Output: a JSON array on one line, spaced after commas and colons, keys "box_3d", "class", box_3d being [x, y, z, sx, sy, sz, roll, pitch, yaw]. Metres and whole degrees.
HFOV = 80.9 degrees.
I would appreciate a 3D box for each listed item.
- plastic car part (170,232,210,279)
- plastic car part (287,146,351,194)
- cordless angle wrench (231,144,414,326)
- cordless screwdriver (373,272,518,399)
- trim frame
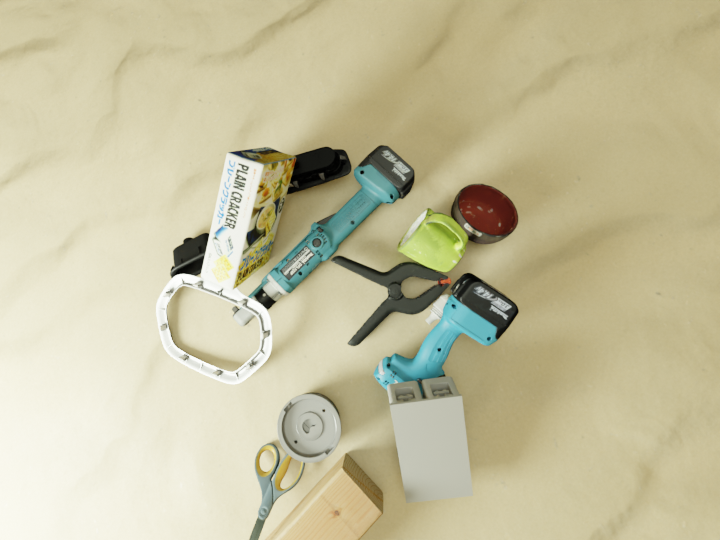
[{"box_3d": [-0.320, -0.034, 0.818, 0.117, 0.063, 0.073, -21, 65, 6], "class": "plastic car part"}, {"box_3d": [-0.119, -0.191, 0.796, 0.207, 0.064, 0.068, -10, 69, 15], "class": "plastic car part"}, {"box_3d": [-0.077, -0.050, 0.784, 0.423, 0.073, 0.100, -45, 80, 0], "class": "cordless angle wrench"}, {"box_3d": [0.158, 0.137, 0.701, 0.159, 0.074, 0.249, 39, 101, 0], "class": "cordless screwdriver"}, {"box_3d": [-0.275, 0.103, 0.776, 0.256, 0.027, 0.183, 20, 97, 17], "class": "trim frame"}]
